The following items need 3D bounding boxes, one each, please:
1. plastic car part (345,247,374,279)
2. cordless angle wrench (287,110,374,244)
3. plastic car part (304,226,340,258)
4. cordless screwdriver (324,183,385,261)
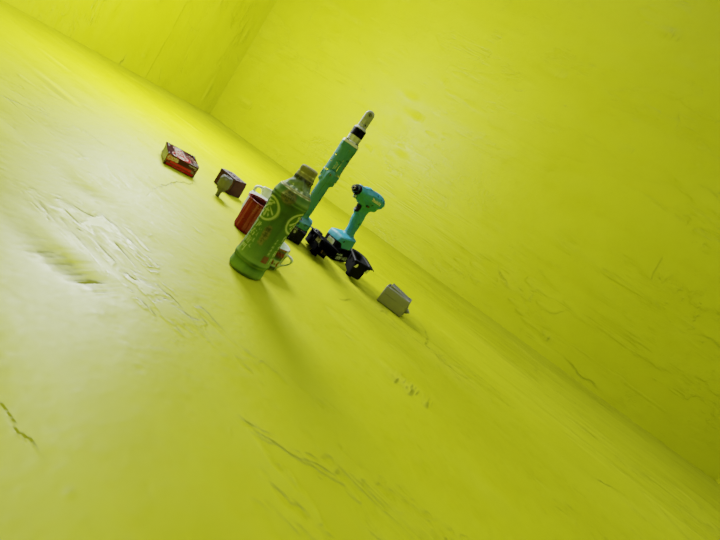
[{"bbox_3d":[-0.016,-0.012,1.245,0.064,0.071,0.120,31,11,-20],"label":"plastic car part"},{"bbox_3d":[-0.089,-0.268,1.200,0.073,0.423,0.099,34,10,-10],"label":"cordless angle wrench"},{"bbox_3d":[-0.121,-0.079,1.235,0.064,0.067,0.211,30,11,-24],"label":"plastic car part"},{"bbox_3d":[-0.036,-0.151,1.318,0.078,0.249,0.151,42,12,33],"label":"cordless screwdriver"}]
